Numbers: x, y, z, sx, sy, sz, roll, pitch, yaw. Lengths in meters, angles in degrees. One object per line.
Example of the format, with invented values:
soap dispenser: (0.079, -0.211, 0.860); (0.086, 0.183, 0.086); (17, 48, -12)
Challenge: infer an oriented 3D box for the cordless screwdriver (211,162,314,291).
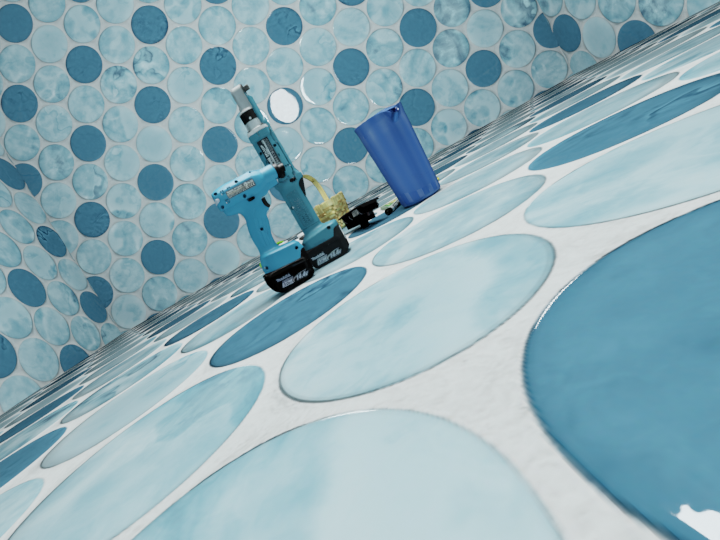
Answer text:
cordless screwdriver: (-0.174, -0.089, 0.864); (0.157, 0.246, 0.076); (-32, 6, -15)

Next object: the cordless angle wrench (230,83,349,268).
cordless angle wrench: (-0.164, -0.207, 0.915); (0.098, 0.419, 0.074); (-29, 5, 6)

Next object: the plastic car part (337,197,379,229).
plastic car part: (-0.003, -0.151, 1.177); (0.065, 0.066, 0.208); (-32, 10, -19)

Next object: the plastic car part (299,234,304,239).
plastic car part: (-0.102, -0.067, 1.042); (0.065, 0.070, 0.120); (-32, 10, -19)
